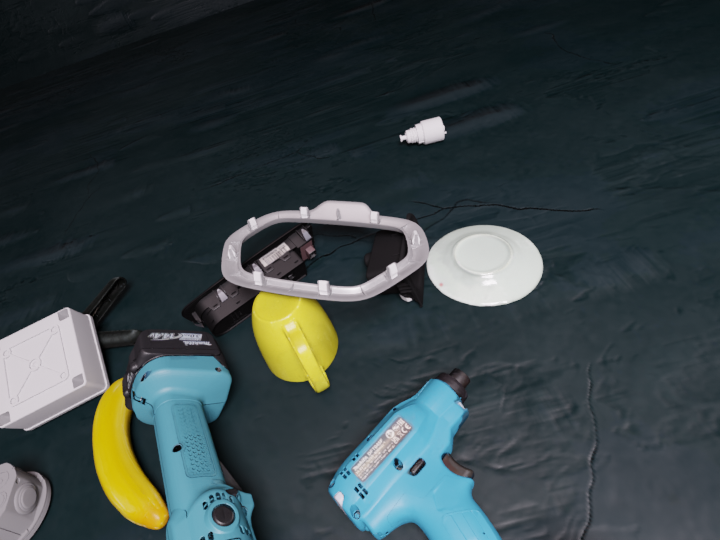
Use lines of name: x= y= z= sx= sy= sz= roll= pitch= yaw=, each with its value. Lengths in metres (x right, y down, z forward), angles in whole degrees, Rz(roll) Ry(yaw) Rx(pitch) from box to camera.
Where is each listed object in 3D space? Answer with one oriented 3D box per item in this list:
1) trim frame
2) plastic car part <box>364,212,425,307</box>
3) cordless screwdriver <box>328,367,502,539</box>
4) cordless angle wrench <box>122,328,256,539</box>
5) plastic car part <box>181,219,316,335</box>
trim frame: x=-0.048 y=-0.031 z=0.489 sx=0.258 sy=0.026 sz=0.184 roll=5 pitch=36 yaw=22
plastic car part: x=0.039 y=-0.014 z=0.530 sx=0.073 sy=0.063 sz=0.119 roll=-16 pitch=39 yaw=23
cordless screwdriver: x=0.109 y=0.185 z=0.300 sx=0.157 sy=0.071 sz=0.263 roll=-41 pitch=44 yaw=-21
cordless angle wrench: x=-0.107 y=0.197 z=0.312 sx=0.093 sy=0.074 sz=0.447 roll=9 pitch=22 yaw=-36
plastic car part: x=-0.135 y=0.019 z=0.560 sx=0.200 sy=0.065 sz=0.069 roll=-33 pitch=71 yaw=-15
